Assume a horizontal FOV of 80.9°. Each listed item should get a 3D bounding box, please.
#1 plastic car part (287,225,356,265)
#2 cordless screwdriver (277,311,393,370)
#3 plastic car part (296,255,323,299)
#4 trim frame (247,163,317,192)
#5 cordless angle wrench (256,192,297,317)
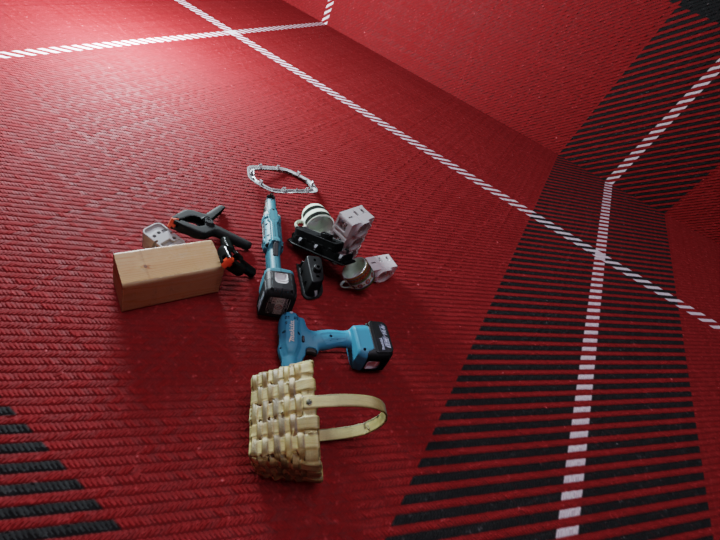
[{"bbox_3d":[-0.109,-0.071,1.114,0.213,0.066,0.064,19,26,31],"label":"plastic car part"},{"bbox_3d":[-0.056,0.176,0.914,0.243,0.073,0.165,7,44,-13],"label":"cordless screwdriver"},{"bbox_3d":[-0.118,0.008,1.064,0.064,0.070,0.121,6,41,-21],"label":"plastic car part"},{"bbox_3d":[-0.241,-0.284,1.318,0.237,0.027,0.193,-8,43,-48],"label":"trim frame"},{"bbox_3d":[-0.225,-0.066,1.088,0.072,0.097,0.441,8,39,-21],"label":"cordless angle wrench"}]
